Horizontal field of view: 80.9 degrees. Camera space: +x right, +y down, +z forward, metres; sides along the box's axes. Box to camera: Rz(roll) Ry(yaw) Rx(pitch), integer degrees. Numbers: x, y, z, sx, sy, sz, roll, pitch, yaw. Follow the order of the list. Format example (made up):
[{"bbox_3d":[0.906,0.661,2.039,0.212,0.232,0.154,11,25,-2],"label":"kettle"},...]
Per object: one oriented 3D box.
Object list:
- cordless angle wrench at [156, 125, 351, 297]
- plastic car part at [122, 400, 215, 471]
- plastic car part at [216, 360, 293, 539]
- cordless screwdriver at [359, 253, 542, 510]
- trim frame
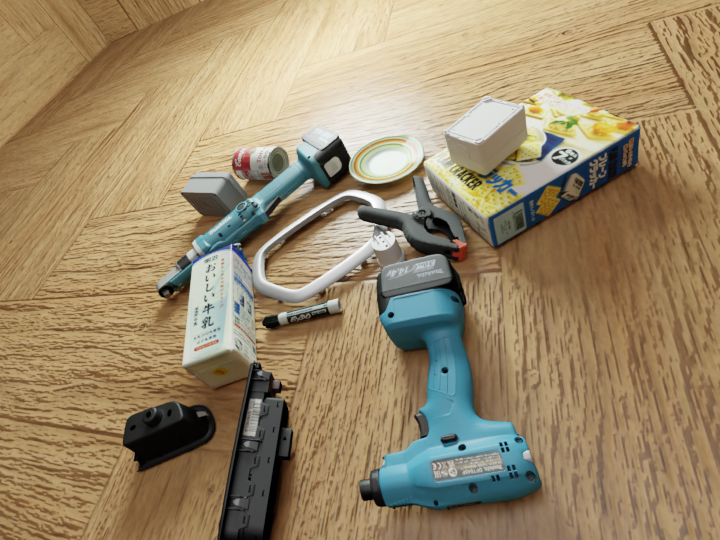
[{"bbox_3d":[-0.202,-0.100,0.773,0.421,0.070,0.104,-41,45,-5],"label":"cordless angle wrench"},{"bbox_3d":[-0.256,0.201,0.546,0.118,0.067,0.069,-25,46,10],"label":"plastic car part"},{"bbox_3d":[-0.113,0.211,0.472,0.067,0.064,0.207,7,51,1],"label":"plastic car part"},{"bbox_3d":[0.062,0.110,0.451,0.162,0.070,0.258,-19,50,13],"label":"cordless screwdriver"},{"bbox_3d":[-0.066,-0.043,0.680,0.248,0.026,0.194,-37,46,-2],"label":"trim frame"}]
